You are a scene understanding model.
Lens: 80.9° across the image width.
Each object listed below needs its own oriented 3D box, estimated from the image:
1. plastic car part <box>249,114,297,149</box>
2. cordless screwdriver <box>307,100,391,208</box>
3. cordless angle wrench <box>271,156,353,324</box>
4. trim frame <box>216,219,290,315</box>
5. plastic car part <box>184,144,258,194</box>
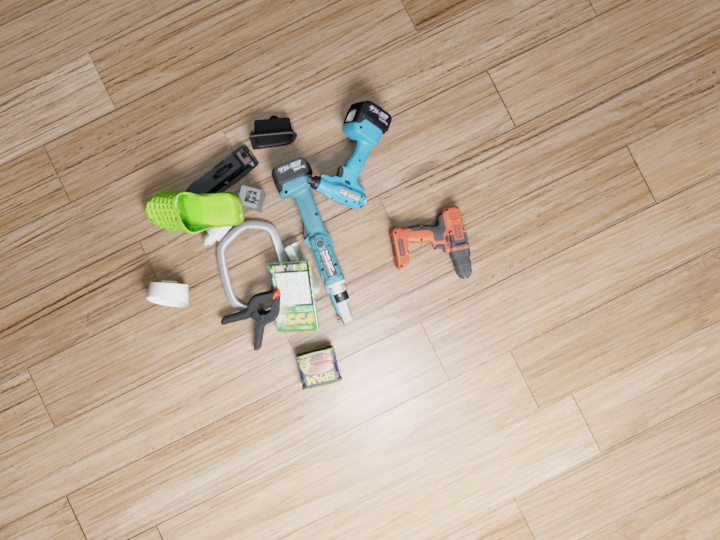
[{"bbox_3d":[-0.222,-0.355,1.066,0.116,0.065,0.072,-11,76,-4],"label":"plastic car part"},{"bbox_3d":[-0.029,-0.287,1.023,0.151,0.078,0.248,18,90,-33],"label":"cordless screwdriver"},{"bbox_3d":[-0.103,-0.067,1.050,0.098,0.074,0.422,-21,91,-2],"label":"cordless angle wrench"},{"bbox_3d":[-0.263,-0.005,1.069,0.184,0.027,0.249,-15,87,1],"label":"trim frame"},{"bbox_3d":[-0.354,-0.234,1.061,0.203,0.068,0.065,-37,99,2],"label":"plastic car part"}]
